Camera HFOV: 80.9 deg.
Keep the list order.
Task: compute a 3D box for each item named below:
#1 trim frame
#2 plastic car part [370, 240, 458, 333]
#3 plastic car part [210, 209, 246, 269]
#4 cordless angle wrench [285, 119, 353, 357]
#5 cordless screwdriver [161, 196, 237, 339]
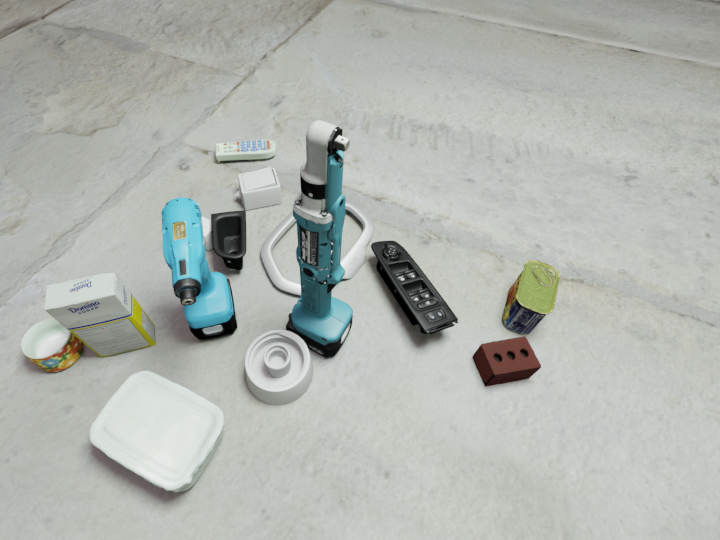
[{"bbox_3d":[-0.080,-0.052,0.820,0.191,0.027,0.247,27,58,18],"label":"trim frame"},{"bbox_3d":[0.083,0.028,0.737,0.065,0.065,0.213,-19,56,-16],"label":"plastic car part"},{"bbox_3d":[-0.240,-0.048,0.789,0.065,0.069,0.121,-8,54,-9],"label":"plastic car part"},{"bbox_3d":[-0.053,-0.015,0.553,0.101,0.411,0.074,27,56,13],"label":"cordless angle wrench"},{"bbox_3d":[-0.236,0.029,0.625,0.073,0.242,0.166,-11,56,-13],"label":"cordless screwdriver"}]
